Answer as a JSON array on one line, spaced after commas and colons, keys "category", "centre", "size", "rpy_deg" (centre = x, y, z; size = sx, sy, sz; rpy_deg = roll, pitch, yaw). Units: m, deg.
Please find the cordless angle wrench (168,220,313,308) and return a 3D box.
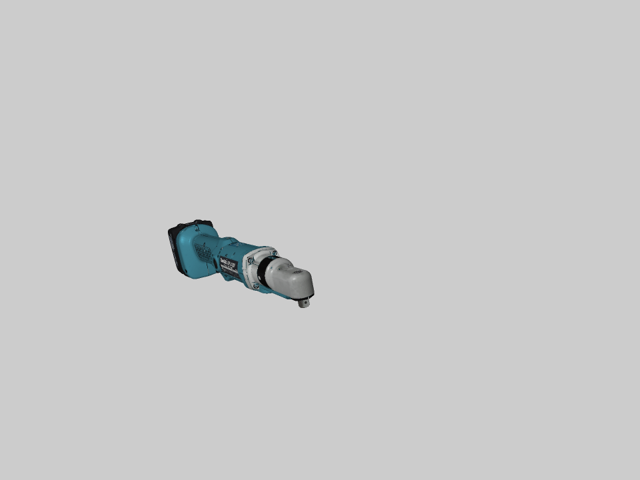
[{"category": "cordless angle wrench", "centre": [-0.130, 0.029, 0.624], "size": [0.074, 0.098, 0.423], "rpy_deg": [-17, 14, -31]}]
